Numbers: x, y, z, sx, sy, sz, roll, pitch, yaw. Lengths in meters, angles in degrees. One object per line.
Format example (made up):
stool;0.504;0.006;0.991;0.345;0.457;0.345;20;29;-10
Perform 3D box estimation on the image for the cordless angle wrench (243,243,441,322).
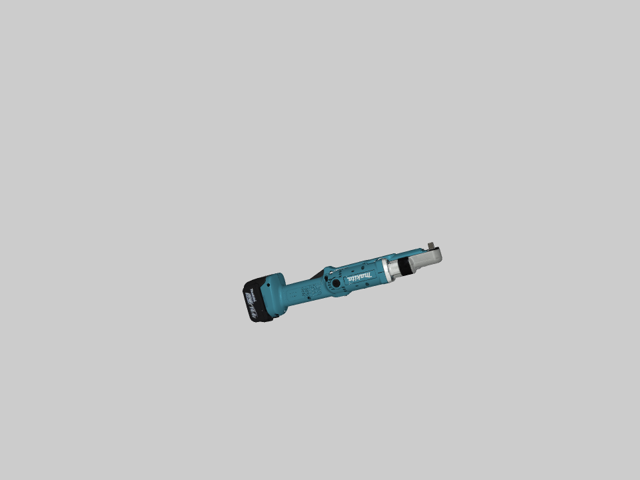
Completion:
cordless angle wrench;0.039;0.084;0.877;0.424;0.098;0.074;-16;-1;22
